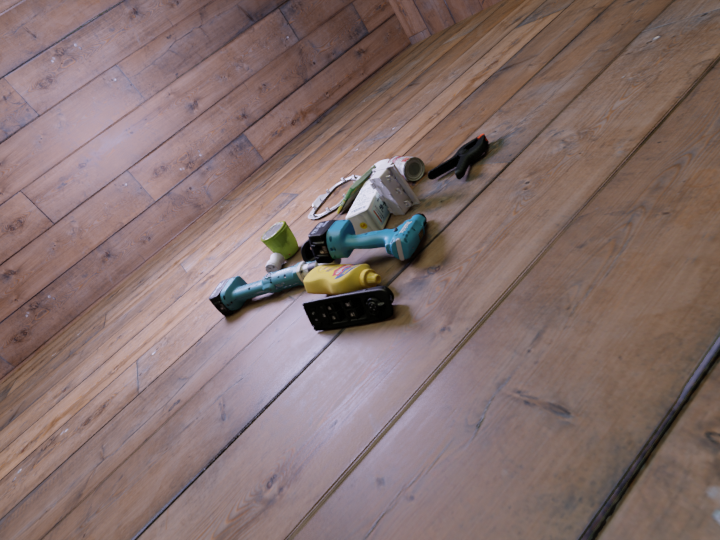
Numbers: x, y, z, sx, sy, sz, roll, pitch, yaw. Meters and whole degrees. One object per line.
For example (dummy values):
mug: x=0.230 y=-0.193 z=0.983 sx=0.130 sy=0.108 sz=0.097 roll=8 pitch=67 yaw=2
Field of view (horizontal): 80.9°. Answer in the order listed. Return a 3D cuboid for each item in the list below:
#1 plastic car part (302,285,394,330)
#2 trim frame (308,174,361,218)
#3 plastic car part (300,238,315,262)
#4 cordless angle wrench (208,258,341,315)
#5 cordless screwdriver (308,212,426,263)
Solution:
plastic car part: x=-0.015 y=0.069 z=0.808 sx=0.211 sy=0.066 sz=0.065 roll=-13 pitch=7 yaw=42
trim frame: x=-0.091 y=-0.258 z=1.461 sx=0.192 sy=0.026 sz=0.248 roll=-9 pitch=40 yaw=46
plastic car part: x=-0.114 y=-0.074 z=1.164 sx=0.117 sy=0.065 sz=0.072 roll=-37 pitch=9 yaw=7
cordless angle wrench: x=-0.228 y=0.030 z=1.119 sx=0.437 sy=0.071 sz=0.099 roll=-16 pitch=32 yaw=32
cordless screwdriver: x=0.019 y=-0.080 z=0.944 sx=0.259 sy=0.072 sz=0.158 roll=0 pitch=30 yaw=30
